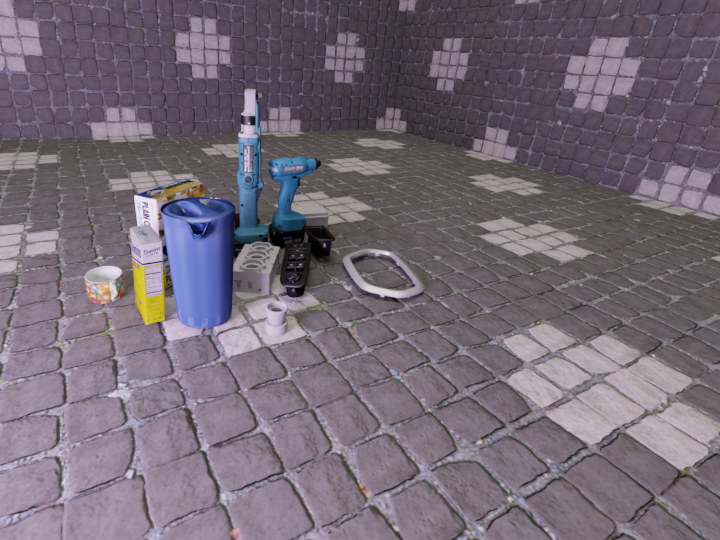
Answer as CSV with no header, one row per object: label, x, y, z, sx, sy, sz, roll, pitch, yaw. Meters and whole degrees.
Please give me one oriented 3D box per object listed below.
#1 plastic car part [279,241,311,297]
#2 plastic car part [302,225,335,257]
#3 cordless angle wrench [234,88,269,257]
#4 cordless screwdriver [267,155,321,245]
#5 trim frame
plastic car part,-0.154,0.000,1.005,0.066,0.065,0.208,3,26,-5
plastic car part,-0.113,-0.074,1.153,0.064,0.069,0.122,-5,28,-21
cordless angle wrench,-0.278,-0.235,1.067,0.097,0.414,0.076,4,25,-6
cordless screwdriver,-0.186,-0.200,1.200,0.153,0.243,0.079,-15,32,-37
trim frame,0.057,0.003,1.069,0.180,0.027,0.260,-5,28,-18
